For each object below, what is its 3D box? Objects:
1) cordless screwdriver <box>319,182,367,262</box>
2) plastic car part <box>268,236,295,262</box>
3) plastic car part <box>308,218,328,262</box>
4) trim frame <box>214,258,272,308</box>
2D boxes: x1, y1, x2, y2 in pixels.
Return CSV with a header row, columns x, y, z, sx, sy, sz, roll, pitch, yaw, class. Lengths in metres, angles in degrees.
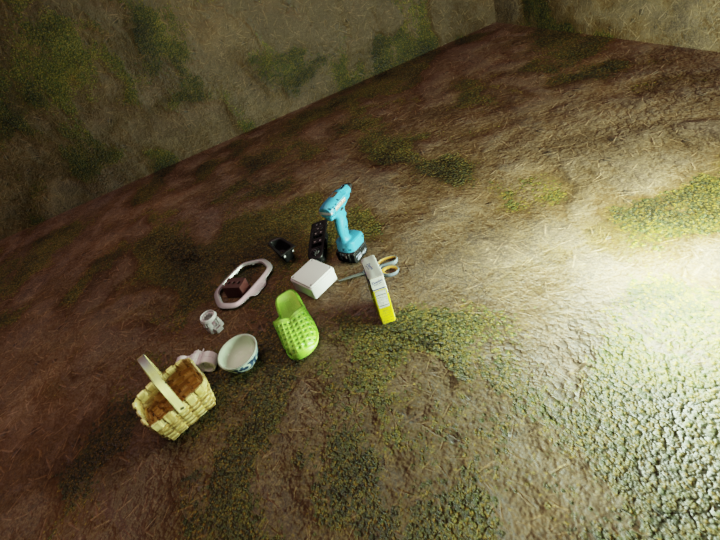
x,y,z,sx,sy,sz,roll,pitch,yaw,class
-0.044,-0.155,1.387,0.078,0.237,0.158,8,46,34,cordless screwdriver
-0.283,-0.070,1.550,0.065,0.068,0.123,-37,40,-19,plastic car part
-0.148,-0.097,1.515,0.068,0.064,0.208,-12,39,13,plastic car part
-0.421,0.045,1.519,0.194,0.026,0.247,10,49,36,trim frame
